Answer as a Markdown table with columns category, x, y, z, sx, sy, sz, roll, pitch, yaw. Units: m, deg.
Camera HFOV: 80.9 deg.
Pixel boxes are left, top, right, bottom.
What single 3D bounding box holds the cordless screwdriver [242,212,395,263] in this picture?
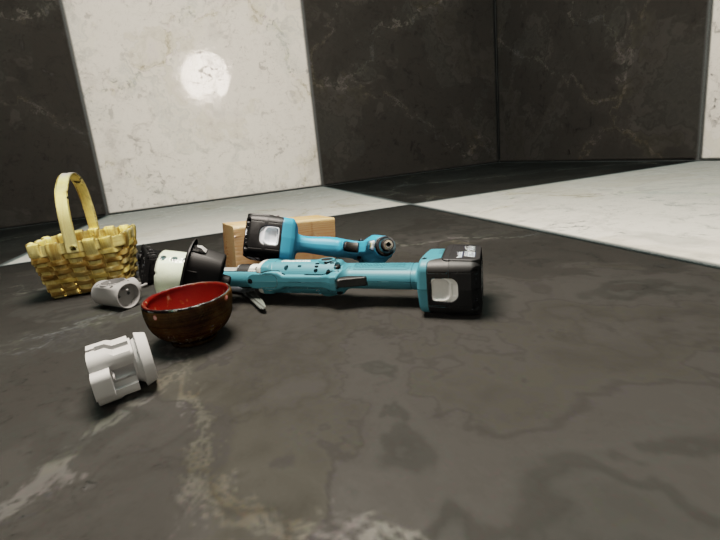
| category | x | y | z | sx | sy | sz | roll | pitch | yaw |
| --- | --- | --- | --- | --- | --- | --- | --- | --- | --- |
| cordless screwdriver | -0.069 | -0.045 | 0.709 | 0.247 | 0.075 | 0.160 | 7 | -5 | -6 |

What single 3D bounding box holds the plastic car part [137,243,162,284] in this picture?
| category | x | y | z | sx | sy | sz | roll | pitch | yaw |
| --- | --- | --- | --- | --- | --- | --- | --- | --- | --- |
| plastic car part | -0.456 | -0.020 | 0.927 | 0.064 | 0.066 | 0.213 | -4 | 12 | -33 |

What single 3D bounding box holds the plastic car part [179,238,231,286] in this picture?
| category | x | y | z | sx | sy | sz | roll | pitch | yaw |
| --- | --- | --- | --- | --- | --- | --- | --- | --- | --- |
| plastic car part | -0.235 | 0.018 | 0.643 | 0.070 | 0.116 | 0.067 | 16 | 13 | -10 |

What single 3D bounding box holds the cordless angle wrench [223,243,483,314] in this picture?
| category | x | y | z | sx | sy | sz | roll | pitch | yaw |
| --- | --- | --- | --- | --- | --- | --- | --- | --- | --- |
| cordless angle wrench | -0.046 | 0.010 | 0.626 | 0.438 | 0.073 | 0.096 | 0 | 15 | 22 |
